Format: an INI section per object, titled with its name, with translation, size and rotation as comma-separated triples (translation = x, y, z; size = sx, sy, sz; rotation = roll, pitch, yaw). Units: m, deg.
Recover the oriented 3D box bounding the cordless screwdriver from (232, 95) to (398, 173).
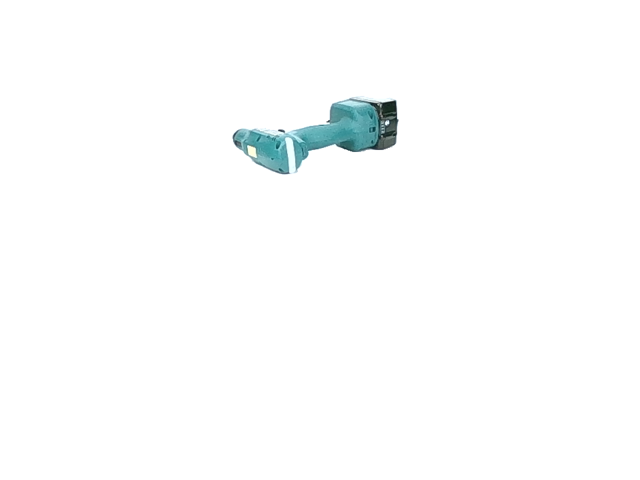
[cordless screwdriver]
translation = -0.006, -0.172, 0.669
size = 0.247, 0.074, 0.160
rotation = -23, 33, -30
